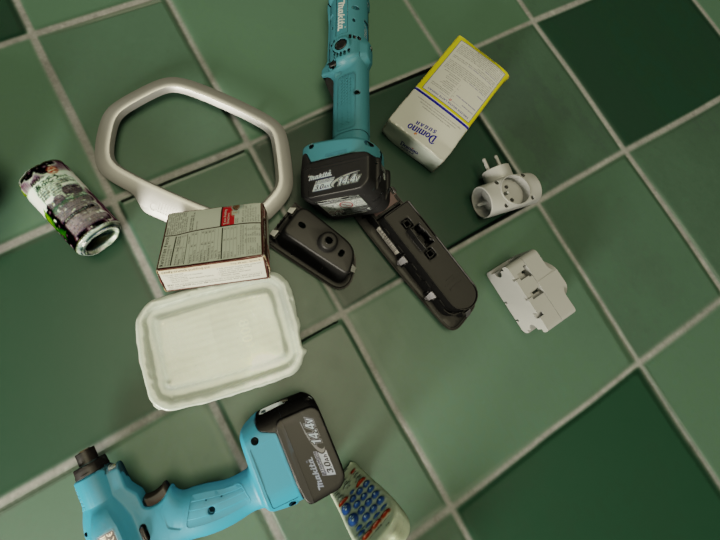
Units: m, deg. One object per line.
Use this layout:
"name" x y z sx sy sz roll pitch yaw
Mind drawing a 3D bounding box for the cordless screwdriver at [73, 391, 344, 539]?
"cordless screwdriver" -0.151 0.202 0.425 0.246 0.074 0.161 -28 83 -10

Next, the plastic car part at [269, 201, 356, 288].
"plastic car part" -0.049 -0.032 0.498 0.117 0.070 0.066 35 75 2

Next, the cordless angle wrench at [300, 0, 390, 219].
"cordless angle wrench" -0.017 -0.278 0.559 0.101 0.070 0.431 -8 70 24

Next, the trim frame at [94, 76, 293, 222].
"trim frame" -0.202 -0.143 0.526 0.246 0.027 0.185 23 73 -4

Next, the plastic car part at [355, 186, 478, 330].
"plastic car part" 0.077 -0.022 0.522 0.065 0.068 0.204 -34 87 -23
